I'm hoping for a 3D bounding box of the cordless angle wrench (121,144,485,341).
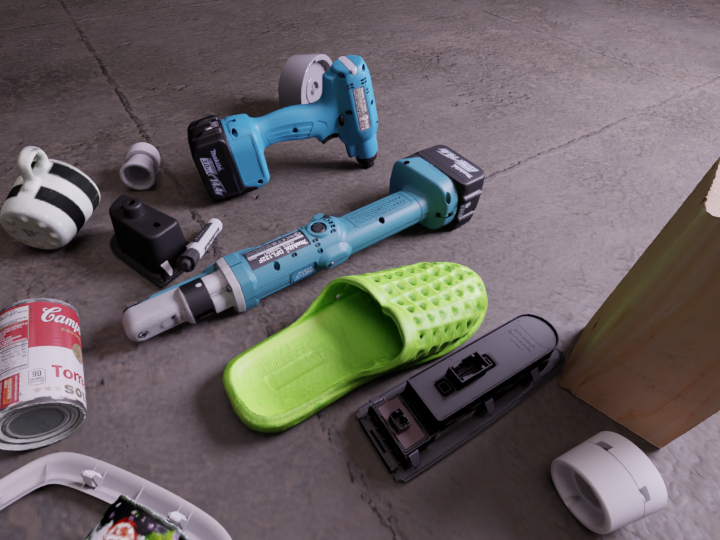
[{"bbox_3d":[-0.046,-0.030,0.468,0.414,0.072,0.103,-27,53,-22],"label":"cordless angle wrench"}]

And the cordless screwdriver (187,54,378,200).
[{"bbox_3d":[-0.093,-0.167,0.569,0.248,0.152,0.078,-23,48,-3],"label":"cordless screwdriver"}]

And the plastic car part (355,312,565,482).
[{"bbox_3d":[0.097,0.089,0.364,0.198,0.065,0.070,-21,44,-24],"label":"plastic car part"}]

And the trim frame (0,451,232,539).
[{"bbox_3d":[-0.185,0.219,0.252,0.254,0.027,0.185,17,49,12],"label":"trim frame"}]

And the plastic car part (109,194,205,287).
[{"bbox_3d":[-0.242,-0.046,0.474,0.121,0.069,0.065,28,49,19],"label":"plastic car part"}]
